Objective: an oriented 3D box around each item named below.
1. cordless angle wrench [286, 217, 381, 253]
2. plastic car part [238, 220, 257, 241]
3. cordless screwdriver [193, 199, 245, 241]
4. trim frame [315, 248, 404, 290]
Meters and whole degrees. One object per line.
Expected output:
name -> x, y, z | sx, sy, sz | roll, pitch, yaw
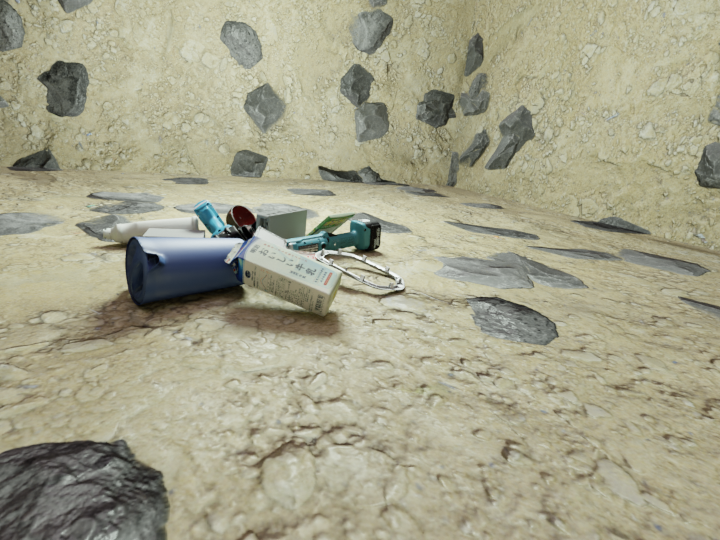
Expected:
cordless angle wrench -> -0.121, -0.079, 1.242 | 0.407, 0.096, 0.079 | -13, 24, -34
plastic car part -> -0.309, -0.141, 1.375 | 0.067, 0.067, 0.198 | 45, 22, 7
cordless screwdriver -> -0.368, -0.086, 1.151 | 0.074, 0.151, 0.263 | -36, 42, -12
trim frame -> 0.000, -0.007, 1.072 | 0.262, 0.027, 0.177 | 28, 22, 30
